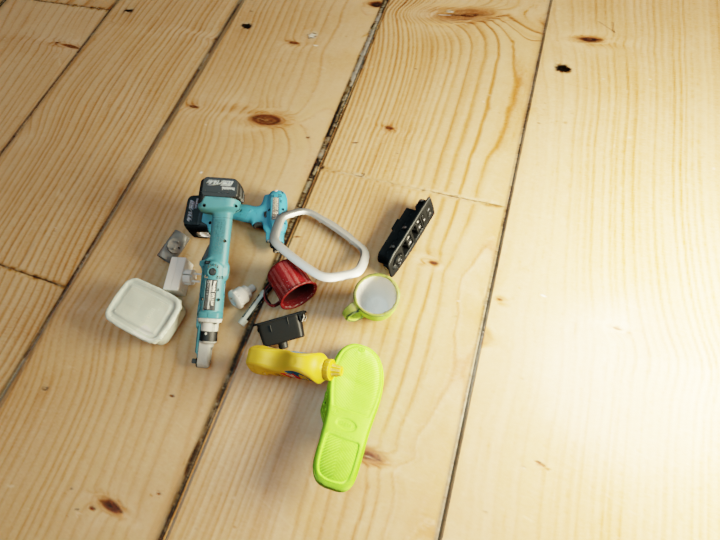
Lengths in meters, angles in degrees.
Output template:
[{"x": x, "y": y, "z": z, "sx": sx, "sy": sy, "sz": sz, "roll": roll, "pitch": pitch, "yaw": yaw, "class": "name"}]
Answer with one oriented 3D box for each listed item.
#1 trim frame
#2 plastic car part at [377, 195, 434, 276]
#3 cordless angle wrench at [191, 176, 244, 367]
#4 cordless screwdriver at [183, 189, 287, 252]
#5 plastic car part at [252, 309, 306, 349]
[{"x": -0.095, "y": -0.062, "z": 0.974, "sx": 0.258, "sy": 0.027, "sz": 0.181, "roll": 33, "pitch": 50, "yaw": 19, "class": "trim frame"}, {"x": 0.099, "y": -0.082, "z": 0.975, "sx": 0.070, "sy": 0.063, "sz": 0.203, "roll": 21, "pitch": 70, "yaw": 24, "class": "plastic car part"}, {"x": -0.330, "y": 0.003, "z": 0.956, "sx": 0.098, "sy": 0.074, "sz": 0.426, "roll": 3, "pitch": 82, "yaw": -2, "class": "cordless angle wrench"}, {"x": -0.304, "y": -0.115, "z": 1.044, "sx": 0.250, "sy": 0.072, "sz": 0.163, "roll": -3, "pitch": 69, "yaw": 3, "class": "cordless screwdriver"}, {"x": -0.169, "y": 0.134, "z": 0.922, "sx": 0.117, "sy": 0.065, "sz": 0.072, "roll": -19, "pitch": 80, "yaw": 2, "class": "plastic car part"}]
